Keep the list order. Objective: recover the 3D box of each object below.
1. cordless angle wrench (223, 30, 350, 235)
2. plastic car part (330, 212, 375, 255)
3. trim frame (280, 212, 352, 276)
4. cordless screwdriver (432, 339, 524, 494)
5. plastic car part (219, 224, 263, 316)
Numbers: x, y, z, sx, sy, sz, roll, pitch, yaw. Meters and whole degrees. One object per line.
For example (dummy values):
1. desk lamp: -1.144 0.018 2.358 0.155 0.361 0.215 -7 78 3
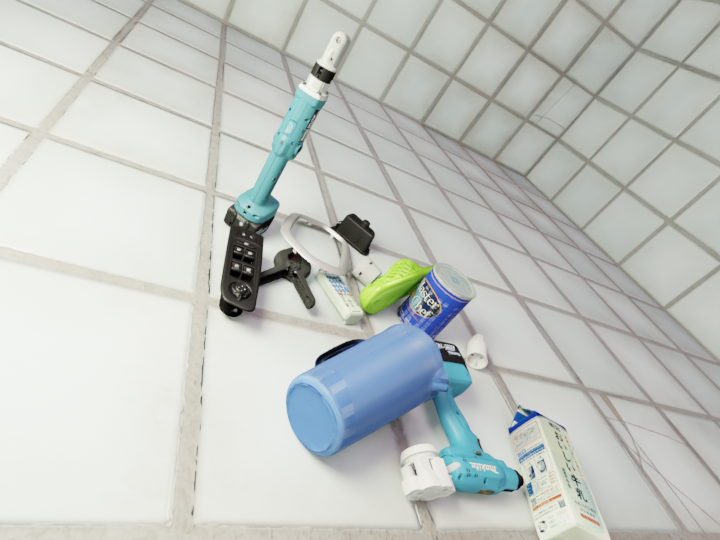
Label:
1. cordless angle wrench: -0.136 -0.240 0.794 0.075 0.423 0.097 37 30 1
2. plastic car part: -0.006 -0.102 1.070 0.120 0.071 0.064 39 31 15
3. trim frame: -0.092 -0.060 0.938 0.182 0.027 0.252 30 19 -9
4. cordless screwdriver: 0.176 0.249 0.730 0.153 0.074 0.259 18 37 -26
5. plastic car part: -0.211 0.004 0.724 0.063 0.067 0.211 27 26 -27
